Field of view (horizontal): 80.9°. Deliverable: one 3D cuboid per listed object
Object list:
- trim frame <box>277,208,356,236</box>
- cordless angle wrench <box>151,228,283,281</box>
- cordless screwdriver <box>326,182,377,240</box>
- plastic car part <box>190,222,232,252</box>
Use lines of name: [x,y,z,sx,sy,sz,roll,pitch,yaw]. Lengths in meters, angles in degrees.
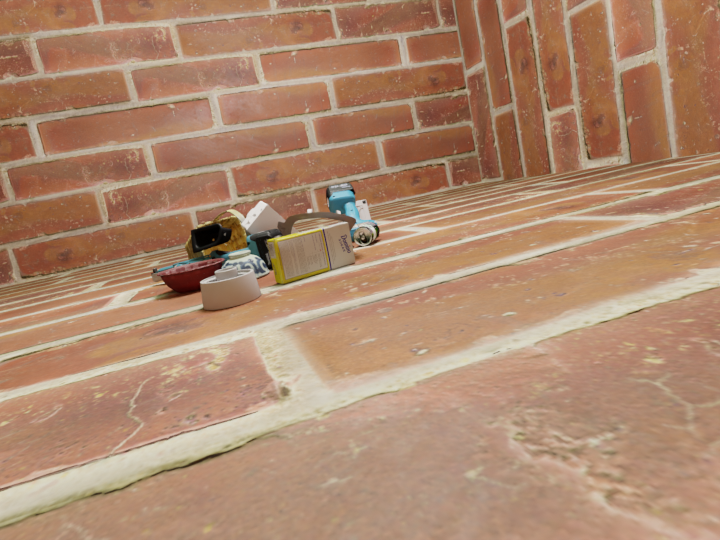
trim frame: [-0.110,-0.106,1.033,0.181,0.028,0.249,-2,-9,-11]
cordless angle wrench: [-0.403,-0.019,1.156,0.434,0.097,0.073,-12,7,20]
cordless screwdriver: [-0.059,-0.182,1.370,0.157,0.072,0.261,-15,45,-11]
plastic car part: [-0.398,-0.090,1.156,0.120,0.066,0.068,-11,-5,26]
